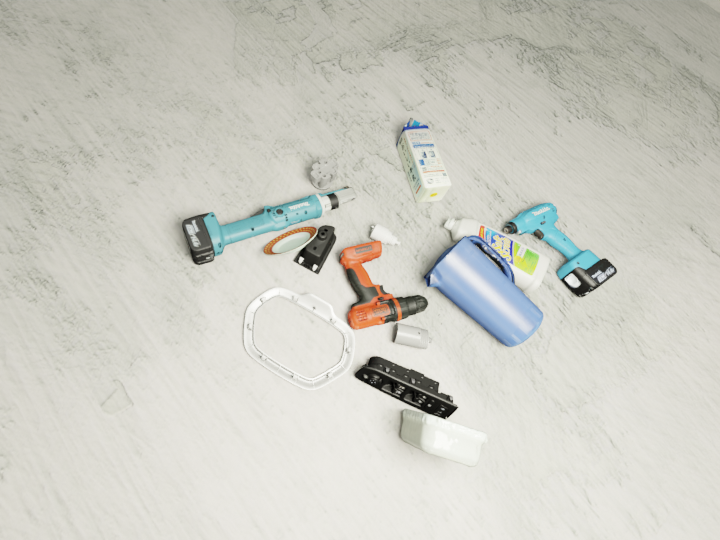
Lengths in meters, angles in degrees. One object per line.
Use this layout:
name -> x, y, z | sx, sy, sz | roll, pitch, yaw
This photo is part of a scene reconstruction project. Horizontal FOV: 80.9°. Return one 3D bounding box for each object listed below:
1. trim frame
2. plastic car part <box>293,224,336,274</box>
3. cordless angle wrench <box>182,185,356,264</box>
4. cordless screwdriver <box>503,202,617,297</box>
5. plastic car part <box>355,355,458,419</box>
trim frame -> -0.129, 0.135, 0.888 | 0.253, 0.027, 0.184 | 28, 61, 9
plastic car part -> -0.095, -0.062, 0.971 | 0.066, 0.070, 0.117 | 28, 65, 2
cordless angle wrench -> -0.195, -0.125, 0.992 | 0.413, 0.073, 0.101 | -20, 69, -20
cordless screwdriver -> 0.484, -0.051, 1.049 | 0.156, 0.073, 0.259 | -23, 65, -19
plastic car part -> 0.092, 0.227, 0.852 | 0.204, 0.065, 0.068 | 20, 52, 2
